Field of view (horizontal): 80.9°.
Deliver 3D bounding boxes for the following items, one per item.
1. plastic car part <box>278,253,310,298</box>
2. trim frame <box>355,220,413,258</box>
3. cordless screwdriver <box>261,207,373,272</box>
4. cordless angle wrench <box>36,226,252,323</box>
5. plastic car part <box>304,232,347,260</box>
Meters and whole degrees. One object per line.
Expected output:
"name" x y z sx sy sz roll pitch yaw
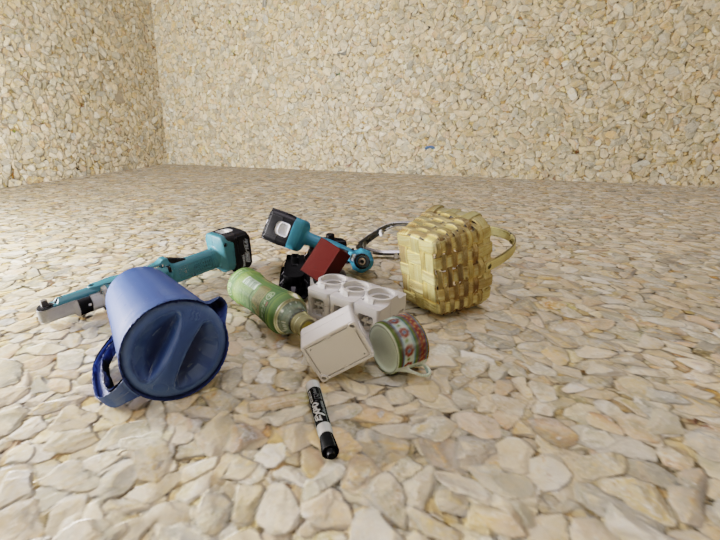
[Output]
"plastic car part" -0.136 0.006 0.888 0.065 0.066 0.208 6 21 -9
"trim frame" 0.088 -0.065 0.960 0.179 0.028 0.252 9 -14 -19
"cordless screwdriver" -0.089 -0.059 0.915 0.251 0.074 0.158 22 2 3
"cordless angle wrench" -0.408 0.011 0.849 0.078 0.095 0.410 15 29 37
"plastic car part" -0.082 -0.057 1.040 0.117 0.069 0.067 -2 20 2
